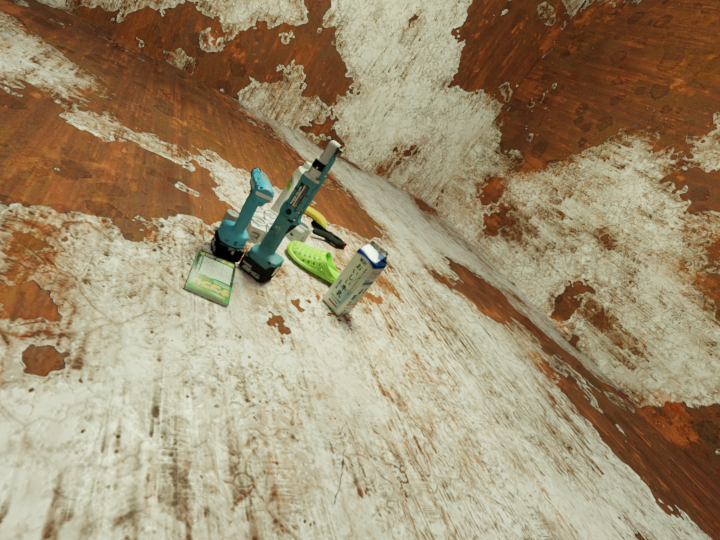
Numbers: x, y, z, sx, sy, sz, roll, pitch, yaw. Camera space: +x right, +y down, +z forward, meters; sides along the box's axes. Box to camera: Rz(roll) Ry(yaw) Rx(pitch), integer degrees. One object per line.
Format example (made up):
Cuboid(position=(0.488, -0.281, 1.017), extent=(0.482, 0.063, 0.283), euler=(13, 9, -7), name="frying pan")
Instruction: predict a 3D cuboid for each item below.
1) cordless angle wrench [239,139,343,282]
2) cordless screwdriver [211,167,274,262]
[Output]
Cuboid(position=(-0.177, -0.155, 1.106), extent=(0.099, 0.423, 0.073), euler=(38, 21, 6), name="cordless angle wrench")
Cuboid(position=(-0.319, -0.155, 1.144), extent=(0.071, 0.249, 0.167), euler=(22, 25, -34), name="cordless screwdriver")
